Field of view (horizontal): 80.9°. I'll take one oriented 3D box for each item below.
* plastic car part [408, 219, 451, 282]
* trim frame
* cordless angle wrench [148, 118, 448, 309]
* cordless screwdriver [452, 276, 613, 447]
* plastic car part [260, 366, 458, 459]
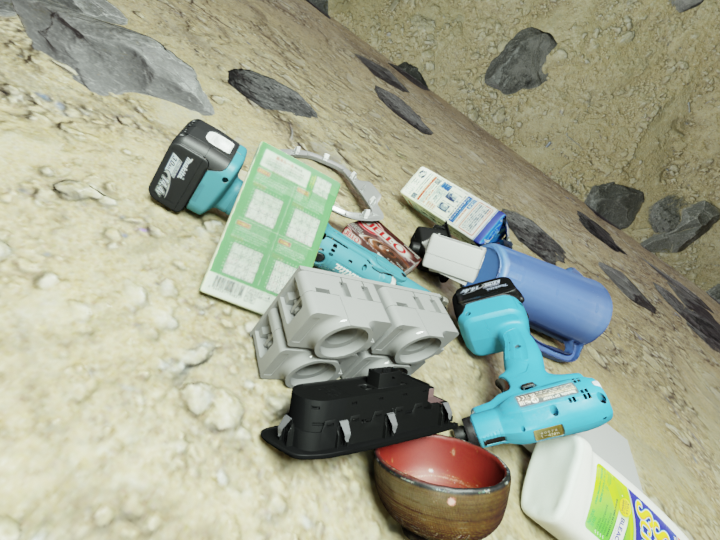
[{"bbox_3d":[0.120,-0.038,0.750,0.070,0.065,0.119,15,39,-9],"label":"plastic car part"},{"bbox_3d":[-0.052,-0.156,0.727,0.176,0.027,0.261,10,30,-29],"label":"trim frame"},{"bbox_3d":[-0.054,-0.035,0.549,0.409,0.099,0.076,31,32,-18],"label":"cordless angle wrench"},{"bbox_3d":[0.174,0.113,0.548,0.255,0.161,0.072,-95,162,-62],"label":"cordless screwdriver"},{"bbox_3d":[0.008,0.127,0.389,0.193,0.066,0.070,0,13,-38],"label":"plastic car part"}]
